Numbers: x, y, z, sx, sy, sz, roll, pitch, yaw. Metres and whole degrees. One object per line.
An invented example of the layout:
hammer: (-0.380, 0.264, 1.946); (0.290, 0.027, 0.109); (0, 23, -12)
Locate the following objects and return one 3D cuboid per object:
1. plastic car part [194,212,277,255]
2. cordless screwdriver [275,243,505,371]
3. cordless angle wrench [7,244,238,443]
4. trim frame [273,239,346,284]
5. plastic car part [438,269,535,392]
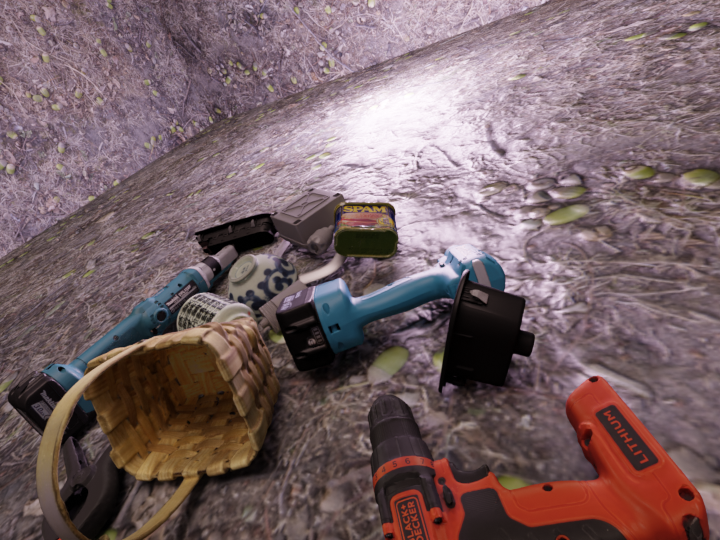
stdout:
plastic car part: (-0.256, -0.070, 0.888); (0.207, 0.063, 0.069); (-16, 40, 16)
cordless screwdriver: (0.030, 0.028, 0.507); (0.251, 0.073, 0.160); (-20, 10, 9)
cordless angle wrench: (-0.345, 0.079, 0.704); (0.077, 0.094, 0.420); (-7, 32, 36)
trim frame: (-0.074, -0.048, 0.755); (0.191, 0.026, 0.250); (-10, 32, 26)
plastic car part: (0.114, 0.061, 0.379); (0.073, 0.113, 0.066); (17, 43, 17)
